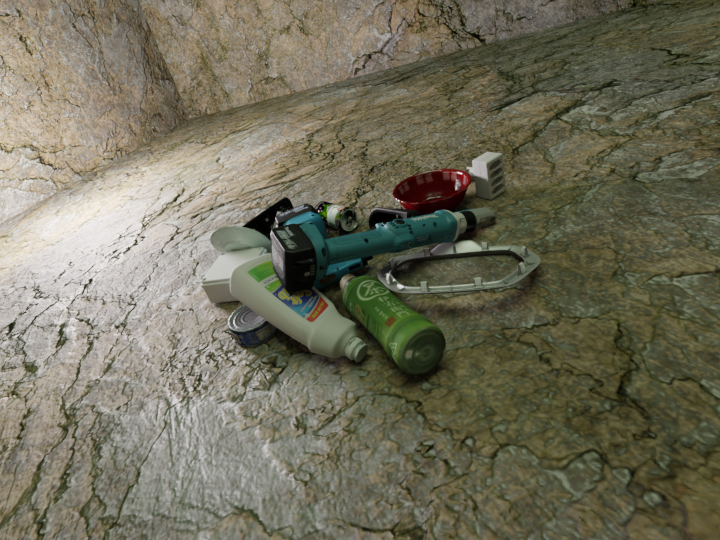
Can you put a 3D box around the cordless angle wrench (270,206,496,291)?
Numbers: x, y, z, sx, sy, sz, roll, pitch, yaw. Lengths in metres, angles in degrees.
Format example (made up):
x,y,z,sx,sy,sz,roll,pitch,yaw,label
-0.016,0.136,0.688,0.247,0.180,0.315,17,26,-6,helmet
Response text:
x,y,z,sx,sy,sz,roll,pitch,yaw,label
0.061,-0.059,0.717,0.412,0.072,0.103,-13,36,-21,cordless angle wrench

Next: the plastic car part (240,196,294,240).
x,y,z,sx,sy,sz,roll,pitch,yaw,label
-0.235,-0.105,1.026,0.200,0.065,0.069,-46,15,-35,plastic car part

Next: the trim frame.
x,y,z,sx,sy,sz,roll,pitch,yaw,label
0.148,-0.008,0.673,0.256,0.027,0.183,-7,20,22,trim frame

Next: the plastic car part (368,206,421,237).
x,y,z,sx,sy,sz,roll,pitch,yaw,label
0.078,-0.102,0.857,0.069,0.064,0.123,-17,24,-29,plastic car part

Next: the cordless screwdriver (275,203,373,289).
x,y,z,sx,sy,sz,roll,pitch,yaw,label
-0.083,-0.055,0.853,0.158,0.071,0.260,-22,35,-5,cordless screwdriver
